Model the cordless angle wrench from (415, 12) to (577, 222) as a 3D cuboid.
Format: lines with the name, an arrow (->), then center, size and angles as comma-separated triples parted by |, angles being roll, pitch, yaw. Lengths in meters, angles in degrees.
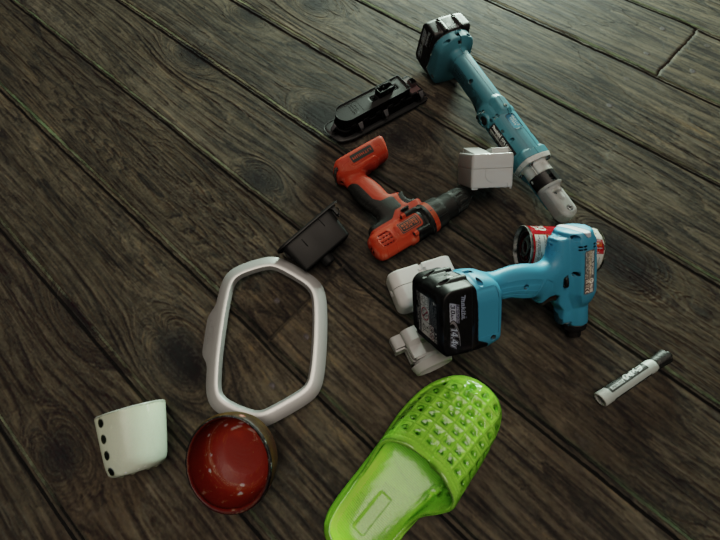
cordless angle wrench -> 0.231, -0.263, 0.722 | 0.073, 0.096, 0.437 | -22, 69, -12

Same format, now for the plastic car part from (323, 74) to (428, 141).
plastic car part -> 0.028, -0.300, 0.769 | 0.202, 0.066, 0.068 | -33, 77, -8

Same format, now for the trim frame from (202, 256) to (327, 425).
trim frame -> -0.140, 0.095, 0.618 | 0.185, 0.027, 0.254 | -1, 67, 3

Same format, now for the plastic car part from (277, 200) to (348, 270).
plastic car part -> -0.065, -0.042, 0.660 | 0.072, 0.066, 0.116 | 45, 77, 3

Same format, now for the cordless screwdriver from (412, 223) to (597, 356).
cordless screwdriver -> 0.195, 0.045, 0.545 | 0.244, 0.155, 0.077 | -16, 20, -14
